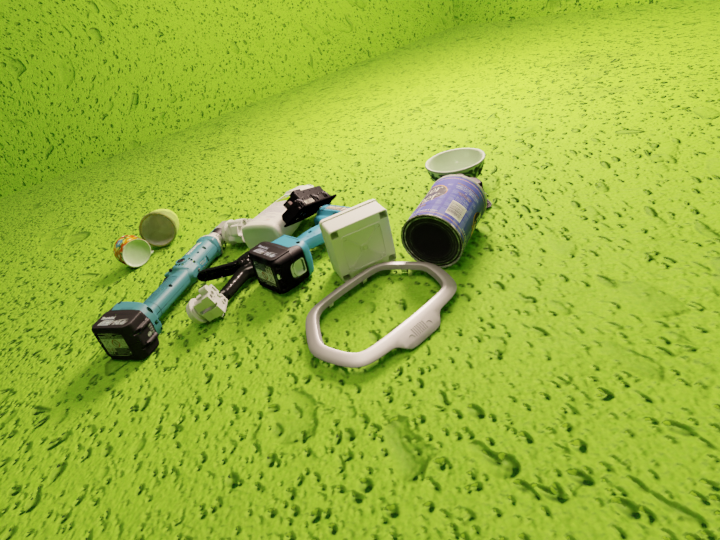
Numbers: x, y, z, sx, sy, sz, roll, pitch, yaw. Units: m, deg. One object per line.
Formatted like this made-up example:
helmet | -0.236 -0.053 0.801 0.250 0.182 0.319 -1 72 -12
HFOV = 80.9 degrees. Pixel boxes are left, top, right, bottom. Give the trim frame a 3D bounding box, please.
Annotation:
trim frame | 0.028 0.056 0.633 0.244 0.026 0.195 -34 35 -26

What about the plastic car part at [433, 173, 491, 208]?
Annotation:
plastic car part | 0.188 -0.152 0.823 0.120 0.068 0.067 -7 34 22

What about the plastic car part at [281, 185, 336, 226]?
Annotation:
plastic car part | -0.116 -0.148 0.924 0.066 0.068 0.198 -51 -8 25

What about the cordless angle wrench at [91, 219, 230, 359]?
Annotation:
cordless angle wrench | -0.360 0.003 0.867 0.101 0.071 0.426 -6 32 18

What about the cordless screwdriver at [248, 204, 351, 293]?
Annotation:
cordless screwdriver | -0.079 -0.051 0.805 0.168 0.072 0.244 12 39 39
